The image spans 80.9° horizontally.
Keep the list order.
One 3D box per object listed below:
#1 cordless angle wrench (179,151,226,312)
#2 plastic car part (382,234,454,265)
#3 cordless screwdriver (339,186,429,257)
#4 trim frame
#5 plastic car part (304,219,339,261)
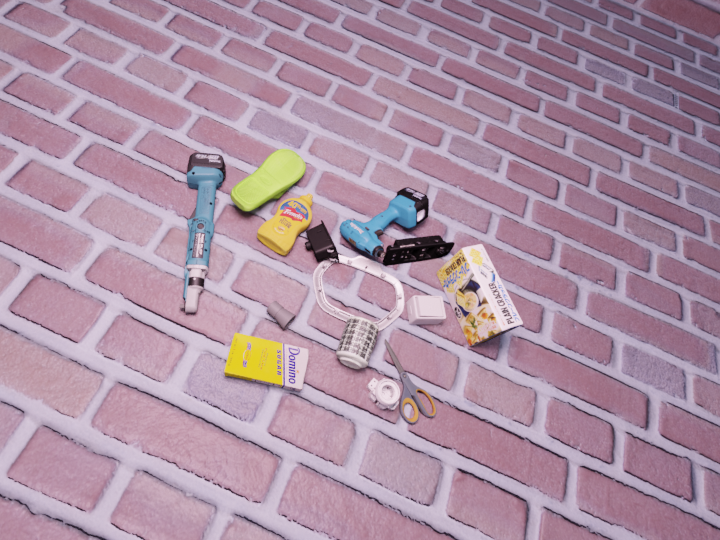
[{"bbox_3d":[-0.401,-0.101,1.061,0.096,0.074,0.433,2,66,-12],"label":"cordless angle wrench"},{"bbox_3d":[0.155,-0.060,1.158,0.199,0.064,0.070,-4,42,-12],"label":"plastic car part"},{"bbox_3d":[0.084,-0.125,1.136,0.244,0.071,0.168,-30,47,-22],"label":"cordless screwdriver"},{"bbox_3d":[-0.003,0.050,1.086,0.249,0.027,0.186,21,61,2],"label":"trim frame"},{"bbox_3d":[-0.108,-0.071,1.105,0.070,0.063,0.122,-24,51,-9],"label":"plastic car part"}]
